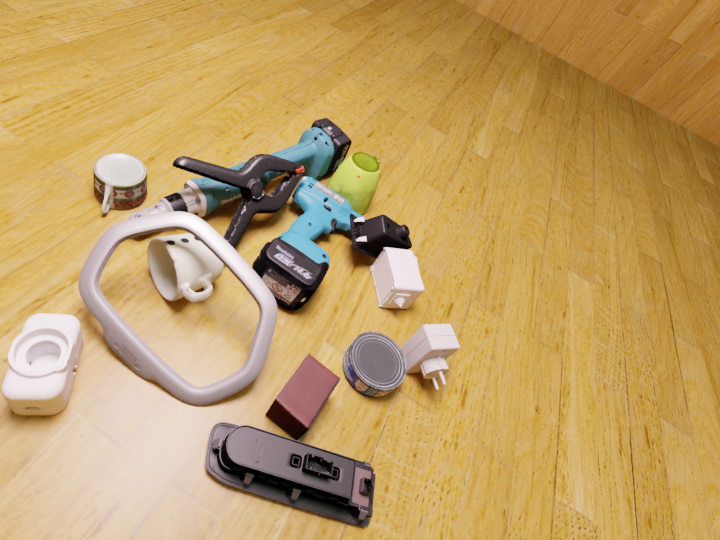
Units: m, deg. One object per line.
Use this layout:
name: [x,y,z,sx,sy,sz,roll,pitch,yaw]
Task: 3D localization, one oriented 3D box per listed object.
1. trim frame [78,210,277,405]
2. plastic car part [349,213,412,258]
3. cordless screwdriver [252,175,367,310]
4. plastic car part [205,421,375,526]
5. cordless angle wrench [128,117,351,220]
trim frame: [-0.213,0.043,0.504,0.183,0.028,0.246,-44,96,-10]
plastic car part: [0.044,-0.058,0.709,0.110,0.073,0.068,21,56,-44]
cordless screwdriver: [-0.067,-0.044,0.683,0.157,0.075,0.251,30,42,-9]
plastic car part: [-0.072,0.219,0.466,0.201,0.066,0.067,19,54,-5]
cordless angle wrench: [-0.187,-0.157,0.716,0.076,0.097,0.413,46,52,12]
